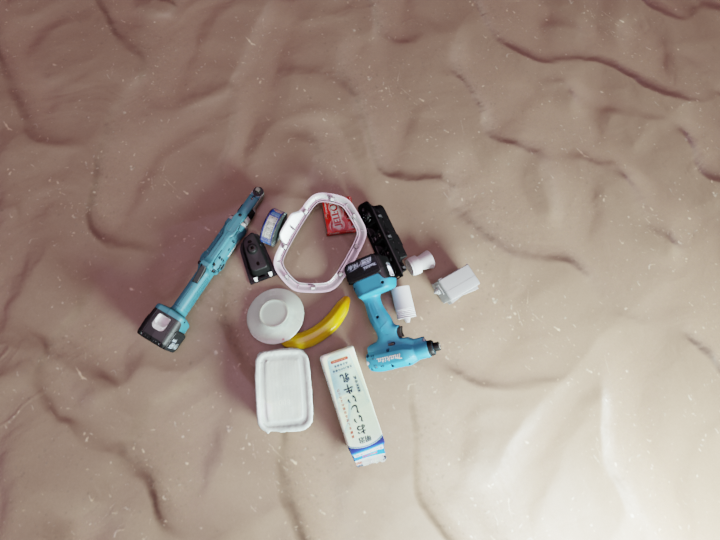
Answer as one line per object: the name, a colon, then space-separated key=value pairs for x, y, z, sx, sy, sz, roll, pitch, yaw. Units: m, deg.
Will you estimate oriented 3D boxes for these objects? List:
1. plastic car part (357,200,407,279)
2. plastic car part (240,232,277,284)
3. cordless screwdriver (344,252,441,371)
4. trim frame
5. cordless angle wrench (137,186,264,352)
plastic car part: x=0.059 y=-0.078 z=1.000 sx=0.065 sy=0.066 sz=0.207 roll=-22 pitch=77 yaw=-23
plastic car part: x=-0.244 y=-0.036 z=0.974 sx=0.065 sy=0.070 sz=0.118 roll=-21 pitch=80 yaw=-11
cordless screwdriver: x=0.065 y=0.084 z=0.922 sx=0.163 sy=0.071 sz=0.253 roll=-20 pitch=77 yaw=21
trim frame: x=-0.096 y=-0.063 z=0.986 sx=0.185 sy=0.027 sz=0.248 roll=31 pitch=89 yaw=3
cordless angle wrench: x=-0.338 y=-0.021 z=0.964 sx=0.075 sy=0.097 sz=0.423 roll=28 pitch=71 yaw=2
